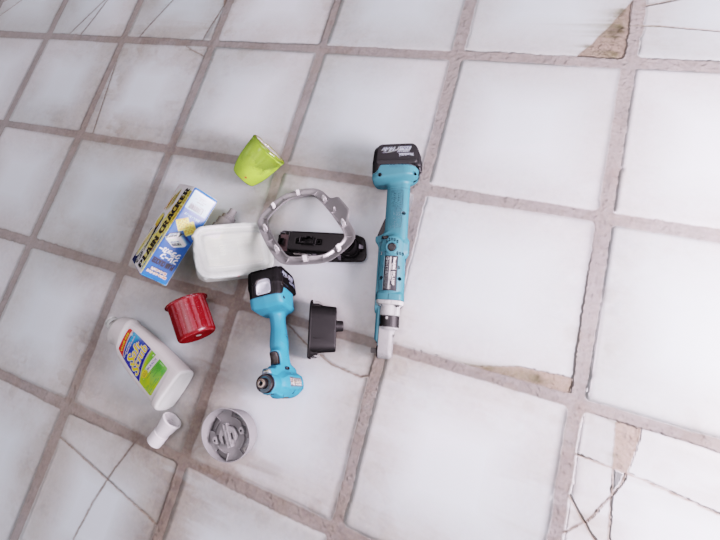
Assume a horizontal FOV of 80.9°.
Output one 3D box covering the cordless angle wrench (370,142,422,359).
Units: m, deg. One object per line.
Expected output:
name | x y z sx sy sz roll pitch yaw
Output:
cordless angle wrench | 0.063 -0.042 0.837 0.101 0.071 0.428 1 77 15

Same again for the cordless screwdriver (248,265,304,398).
cordless screwdriver | -0.168 0.115 0.810 0.075 0.153 0.255 -15 69 9

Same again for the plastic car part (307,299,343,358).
plastic car part | -0.069 0.116 0.836 0.071 0.065 0.118 5 72 0

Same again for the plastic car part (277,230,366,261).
plastic car part | -0.087 -0.057 0.890 0.208 0.064 0.067 5 69 15

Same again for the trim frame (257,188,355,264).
trim frame | -0.114 -0.098 0.877 0.182 0.026 0.262 -25 45 -11
